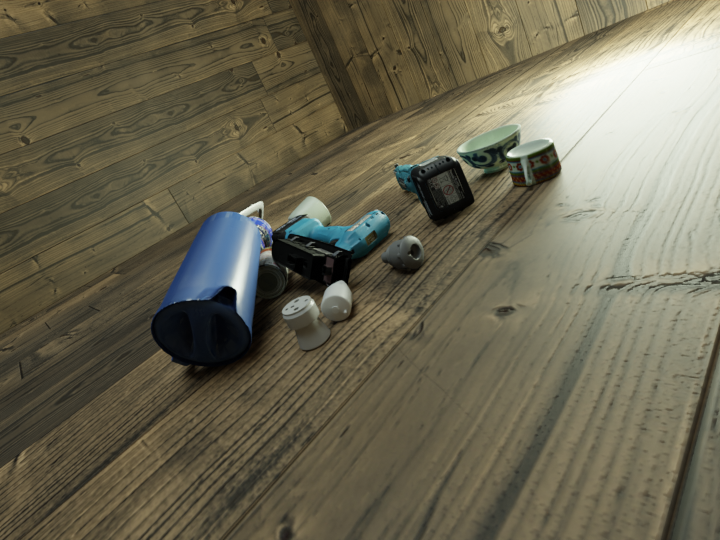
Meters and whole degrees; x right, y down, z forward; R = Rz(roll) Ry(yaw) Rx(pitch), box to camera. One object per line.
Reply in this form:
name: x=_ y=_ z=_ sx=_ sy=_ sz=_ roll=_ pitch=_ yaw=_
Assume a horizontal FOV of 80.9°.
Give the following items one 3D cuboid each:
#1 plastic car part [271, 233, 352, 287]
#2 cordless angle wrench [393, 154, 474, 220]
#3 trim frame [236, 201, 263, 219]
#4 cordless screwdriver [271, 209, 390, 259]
plastic car part: x=-0.094 y=-0.018 z=0.698 sx=0.064 sy=0.065 sz=0.214 roll=-5 pitch=16 yaw=-30
cordless angle wrench: x=0.120 y=-0.190 z=0.886 sx=0.075 sy=0.095 sz=0.431 roll=-26 pitch=17 yaw=3
trim frame: x=-0.334 y=-0.099 z=1.161 sx=0.183 sy=0.028 sz=0.248 roll=-62 pitch=-2 yaw=32
cordless screwdriver: x=-0.079 y=-0.052 z=0.812 sx=0.261 sy=0.072 sz=0.157 roll=2 pitch=34 yaw=45
